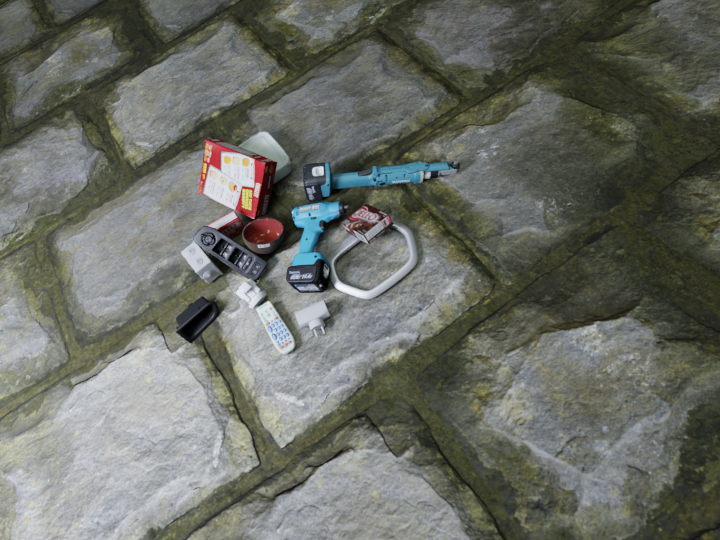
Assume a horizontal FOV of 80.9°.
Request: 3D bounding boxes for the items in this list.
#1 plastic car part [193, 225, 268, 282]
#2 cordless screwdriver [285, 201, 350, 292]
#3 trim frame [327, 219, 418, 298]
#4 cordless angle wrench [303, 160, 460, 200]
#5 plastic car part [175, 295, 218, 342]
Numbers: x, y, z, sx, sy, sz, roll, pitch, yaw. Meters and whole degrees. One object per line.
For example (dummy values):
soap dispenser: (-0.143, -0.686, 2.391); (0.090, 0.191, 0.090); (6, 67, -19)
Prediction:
plastic car part: (-0.343, -0.052, 1.122); (0.199, 0.068, 0.066); (33, 99, -10)
cordless screwdriver: (-0.107, -0.070, 1.093); (0.164, 0.070, 0.255); (-9, 60, 20)
trim frame: (0.031, -0.034, 1.087); (0.247, 0.026, 0.192); (-38, 65, -6)
cordless angle wrench: (0.056, -0.261, 1.164); (0.426, 0.095, 0.076); (-5, 65, 4)
plastic car part: (-0.428, 0.116, 1.092); (0.075, 0.063, 0.116); (30, 70, 35)
